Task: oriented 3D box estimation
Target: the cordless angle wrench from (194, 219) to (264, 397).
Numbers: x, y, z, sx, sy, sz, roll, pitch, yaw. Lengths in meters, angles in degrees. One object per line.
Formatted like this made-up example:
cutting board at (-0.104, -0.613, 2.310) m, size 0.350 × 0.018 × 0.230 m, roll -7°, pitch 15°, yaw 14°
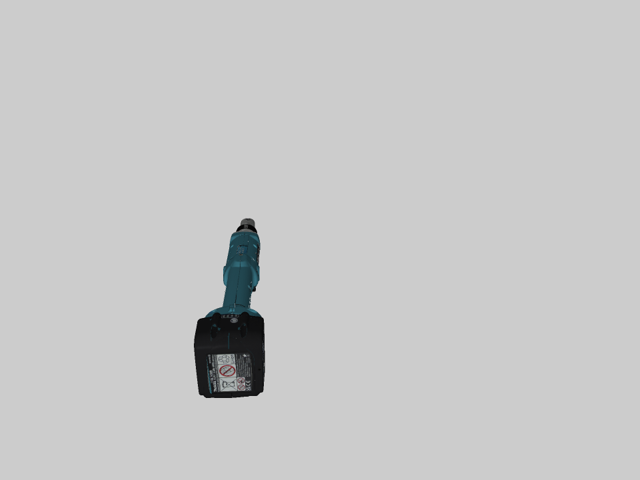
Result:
cordless angle wrench at (-0.121, 0.054, 0.649) m, size 0.074 × 0.098 × 0.422 m, roll 0°, pitch 25°, yaw -7°
